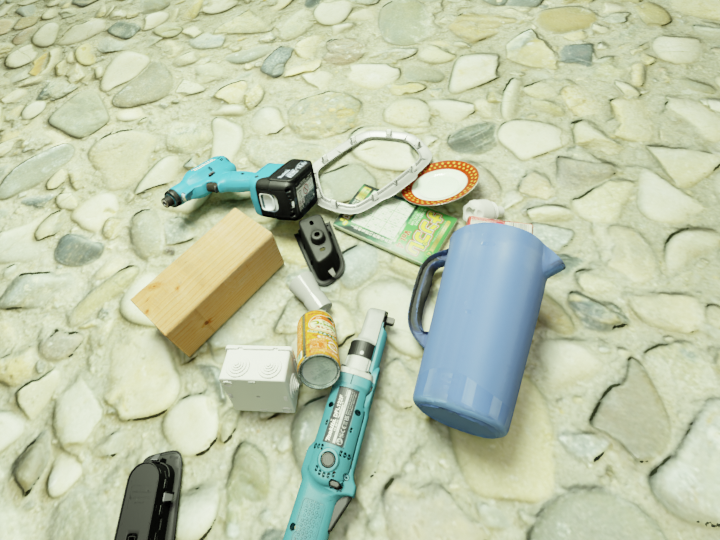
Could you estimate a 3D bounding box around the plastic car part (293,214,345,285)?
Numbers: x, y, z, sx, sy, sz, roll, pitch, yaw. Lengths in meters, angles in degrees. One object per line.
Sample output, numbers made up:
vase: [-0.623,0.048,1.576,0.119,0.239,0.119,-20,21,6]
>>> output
plastic car part: [-0.066,-0.043,0.674,0.066,0.068,0.122,-21,54,-5]

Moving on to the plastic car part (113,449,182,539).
plastic car part: [-0.255,0.314,0.482,0.067,0.064,0.209,-10,54,9]

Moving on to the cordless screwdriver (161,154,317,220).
cordless screwdriver: [-0.208,-0.138,0.721,0.260,0.072,0.158,13,40,27]

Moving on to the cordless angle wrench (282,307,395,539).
cordless angle wrench: [-0.034,0.229,0.494,0.101,0.071,0.428,10,57,14]

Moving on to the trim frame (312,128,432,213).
trim frame: [0.014,-0.189,0.769,0.245,0.026,0.194,-37,56,-21]
